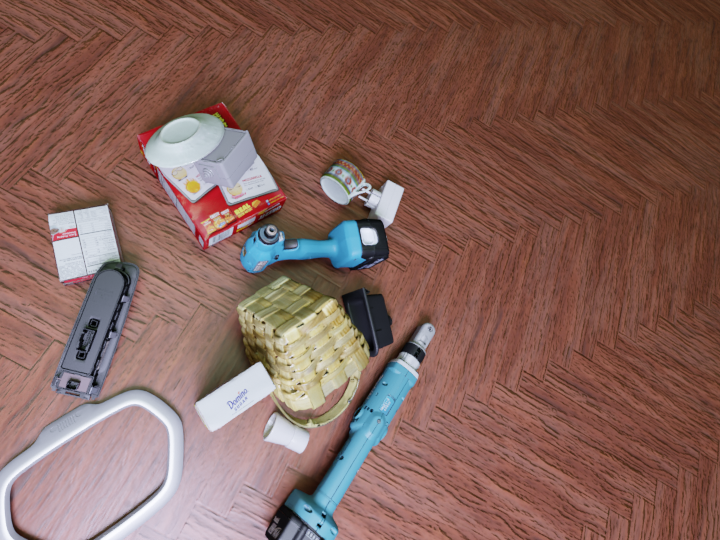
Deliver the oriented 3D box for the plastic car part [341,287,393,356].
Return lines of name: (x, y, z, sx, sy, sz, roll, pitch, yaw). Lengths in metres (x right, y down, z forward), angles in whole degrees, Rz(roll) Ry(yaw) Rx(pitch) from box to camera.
plastic car part: (0.023, 0.088, 0.751, 0.068, 0.068, 0.118, -11, 79, -37)

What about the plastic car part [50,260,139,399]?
plastic car part: (-0.382, 0.079, 0.606, 0.065, 0.067, 0.205, 16, 75, -8)

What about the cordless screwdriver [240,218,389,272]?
cordless screwdriver: (-0.069, -0.045, 0.709, 0.241, 0.161, 0.076, -4, 77, -22)

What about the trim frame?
trim frame: (-0.363, 0.279, 0.579, 0.244, 0.028, 0.186, -33, 85, -22)

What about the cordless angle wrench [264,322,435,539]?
cordless angle wrench: (0.014, 0.246, 0.676, 0.074, 0.098, 0.420, 39, 62, -2)
